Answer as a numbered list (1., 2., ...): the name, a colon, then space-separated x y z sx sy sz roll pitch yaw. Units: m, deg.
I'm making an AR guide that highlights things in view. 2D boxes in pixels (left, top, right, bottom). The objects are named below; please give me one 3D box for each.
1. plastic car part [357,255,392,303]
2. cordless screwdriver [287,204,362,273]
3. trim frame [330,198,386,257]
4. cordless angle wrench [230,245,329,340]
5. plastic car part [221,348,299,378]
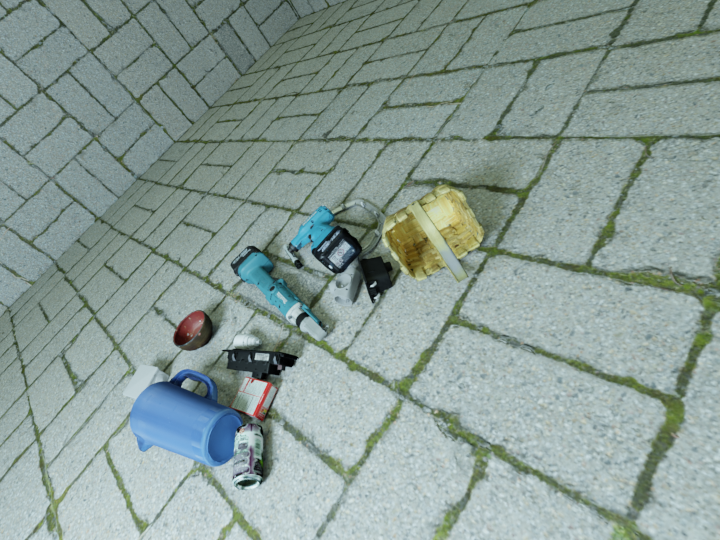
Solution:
1. plastic car part: 0.037 0.004 0.938 0.071 0.063 0.121 -16 38 4
2. cordless screwdriver: -0.103 -0.068 1.058 0.159 0.071 0.260 -46 30 3
3. trim frame: -0.034 -0.111 1.121 0.184 0.026 0.262 -42 41 -1
4. cordless angle wrench: -0.207 0.058 1.067 0.097 0.070 0.448 -46 42 -8
5. plastic car part: -0.236 0.208 0.957 0.212 0.063 0.068 0 78 36
